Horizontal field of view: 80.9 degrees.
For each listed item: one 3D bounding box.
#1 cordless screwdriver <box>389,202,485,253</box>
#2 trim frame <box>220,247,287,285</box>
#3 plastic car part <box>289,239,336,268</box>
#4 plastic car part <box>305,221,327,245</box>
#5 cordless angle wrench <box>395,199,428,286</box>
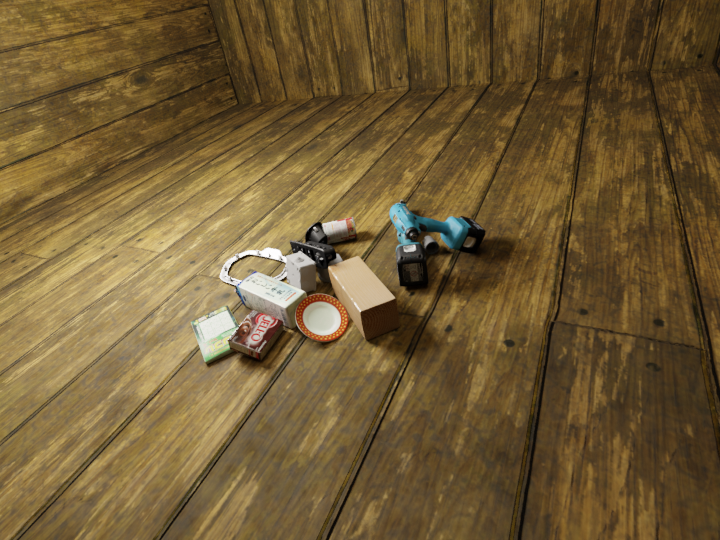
[{"bbox_3d":[0.207,-0.103,1.114,0.242,0.073,0.165,12,28,-15],"label":"cordless screwdriver"},{"bbox_3d":[-0.324,-0.011,1.305,0.261,0.026,0.182,10,40,33],"label":"trim frame"},{"bbox_3d":[-0.127,-0.048,1.174,0.065,0.065,0.213,-16,18,-26],"label":"plastic car part"},{"bbox_3d":[-0.125,-0.081,1.274,0.065,0.113,0.074,-27,60,-23],"label":"plastic car part"},{"bbox_3d":[0.135,-0.104,1.235,0.075,0.094,0.432,-8,30,6],"label":"cordless angle wrench"}]
